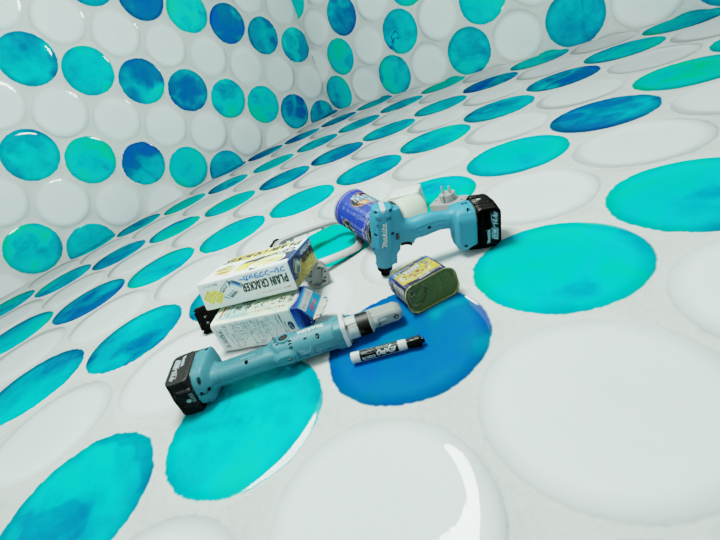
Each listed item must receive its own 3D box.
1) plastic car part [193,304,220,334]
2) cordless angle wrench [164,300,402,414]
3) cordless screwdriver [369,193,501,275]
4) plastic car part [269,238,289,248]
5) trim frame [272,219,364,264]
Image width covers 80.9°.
[{"bbox_3d":[-0.276,0.081,0.979,0.205,0.066,0.066,-21,0,8],"label":"plastic car part"},{"bbox_3d":[-0.129,0.138,0.745,0.425,0.072,0.101,-19,26,4],"label":"cordless angle wrench"},{"bbox_3d":[0.146,-0.069,0.852,0.250,0.154,0.076,-5,29,3],"label":"cordless screwdriver"},{"bbox_3d":[-0.214,-0.051,1.148,0.065,0.068,0.123,-34,30,-25],"label":"plastic car part"},{"bbox_3d":[-0.106,-0.069,1.082,0.243,0.026,0.195,-25,41,-20],"label":"trim frame"}]
